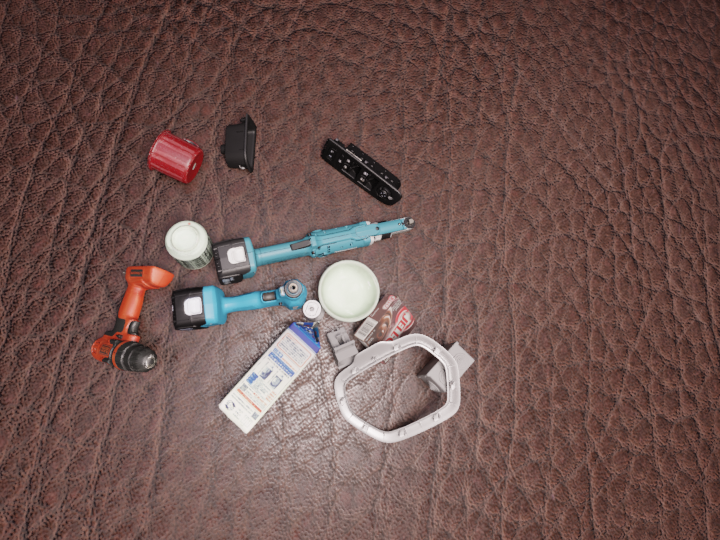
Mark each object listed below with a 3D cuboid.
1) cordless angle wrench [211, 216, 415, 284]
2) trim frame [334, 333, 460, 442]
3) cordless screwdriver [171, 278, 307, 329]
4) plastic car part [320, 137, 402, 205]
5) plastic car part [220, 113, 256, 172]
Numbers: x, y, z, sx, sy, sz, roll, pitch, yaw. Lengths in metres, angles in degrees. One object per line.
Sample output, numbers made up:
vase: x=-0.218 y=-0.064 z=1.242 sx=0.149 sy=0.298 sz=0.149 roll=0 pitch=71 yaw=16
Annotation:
cordless angle wrench: x=-0.085 y=-0.056 z=0.871 sx=0.416 sy=0.098 sz=0.075 roll=-13 pitch=81 yaw=-13
trim frame: x=0.065 y=0.220 z=0.785 sx=0.252 sy=0.027 sz=0.185 roll=-33 pitch=86 yaw=21
cordless screwdriver: x=-0.223 y=0.057 z=0.789 sx=0.247 sy=0.158 sz=0.075 roll=-8 pitch=80 yaw=-7
plastic car part: x=0.010 y=-0.220 z=0.931 sx=0.205 sy=0.066 sz=0.066 roll=41 pitch=50 yaw=6
plastic car part: x=-0.268 y=-0.272 z=0.920 sx=0.072 sy=0.064 sz=0.118 roll=2 pitch=80 yaw=8
